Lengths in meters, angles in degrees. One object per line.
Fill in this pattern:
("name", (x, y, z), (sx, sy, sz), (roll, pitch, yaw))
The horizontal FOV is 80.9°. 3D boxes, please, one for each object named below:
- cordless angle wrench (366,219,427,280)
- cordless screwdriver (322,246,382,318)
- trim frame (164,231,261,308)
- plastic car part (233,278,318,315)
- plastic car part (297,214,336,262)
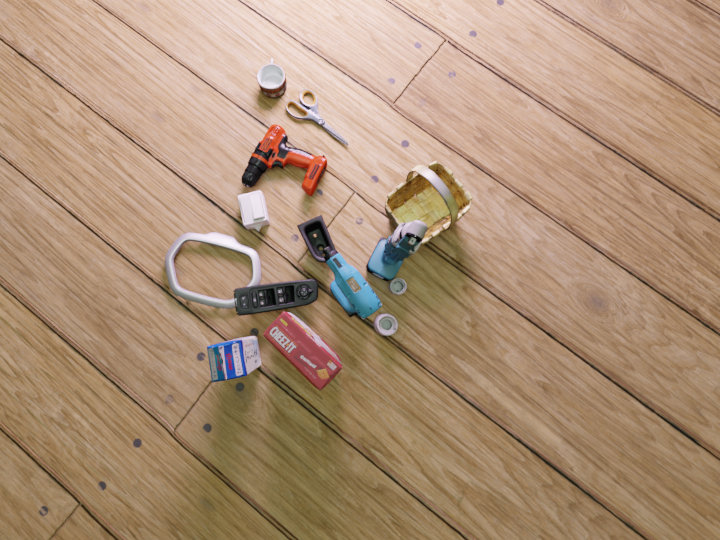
("cordless angle wrench", (0.077, -0.046, 0.865), (0.075, 0.420, 0.098), (28, 83, -1))
("cordless screwdriver", (-0.030, 0.029, 0.942), (0.074, 0.247, 0.161), (-36, 86, -7))
("trim frame", (-0.372, -0.005, 1.066), (0.250, 0.027, 0.185), (13, 81, 3))
("plastic car part", (-0.201, 0.064, 1.031), (0.203, 0.066, 0.067), (-9, 83, -1))
("plastic car part", (-0.102, -0.067, 1.048), (0.066, 0.070, 0.118), (-24, 83, -5))
